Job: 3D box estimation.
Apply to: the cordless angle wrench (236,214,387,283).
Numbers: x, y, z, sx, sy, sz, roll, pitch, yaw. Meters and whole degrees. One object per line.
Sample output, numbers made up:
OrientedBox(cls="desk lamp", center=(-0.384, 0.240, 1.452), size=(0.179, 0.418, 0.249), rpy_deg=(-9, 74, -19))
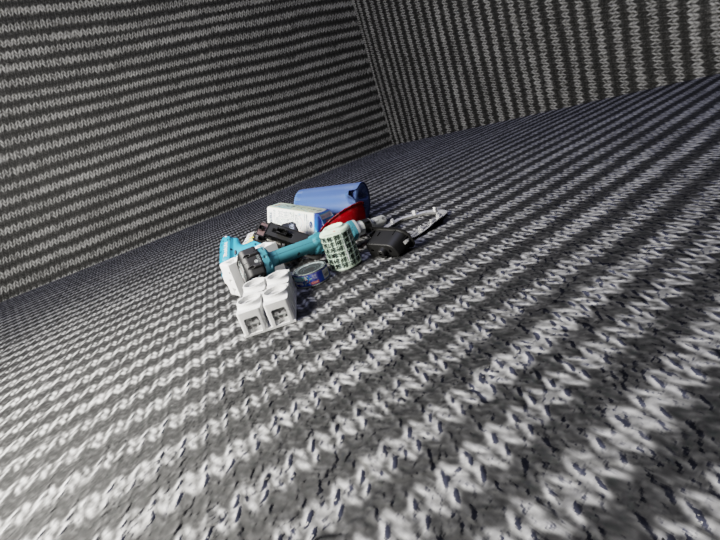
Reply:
OrientedBox(cls="cordless angle wrench", center=(-0.107, -0.070, 1.089), size=(0.413, 0.076, 0.097), rpy_deg=(-22, -17, -23))

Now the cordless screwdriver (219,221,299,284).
OrientedBox(cls="cordless screwdriver", center=(-0.291, -0.047, 1.235), size=(0.250, 0.071, 0.165), rpy_deg=(-12, 55, 4))

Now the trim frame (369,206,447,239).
OrientedBox(cls="trim frame", center=(0.132, -0.125, 1.154), size=(0.193, 0.027, 0.242), rpy_deg=(1, 26, 43))

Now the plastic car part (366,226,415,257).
OrientedBox(cls="plastic car part", center=(0.061, -0.060, 1.005), size=(0.123, 0.063, 0.070), rpy_deg=(8, 46, 48))

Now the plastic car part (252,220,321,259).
OrientedBox(cls="plastic car part", center=(-0.197, -0.091, 1.167), size=(0.205, 0.066, 0.067), rpy_deg=(21, 60, 5))
